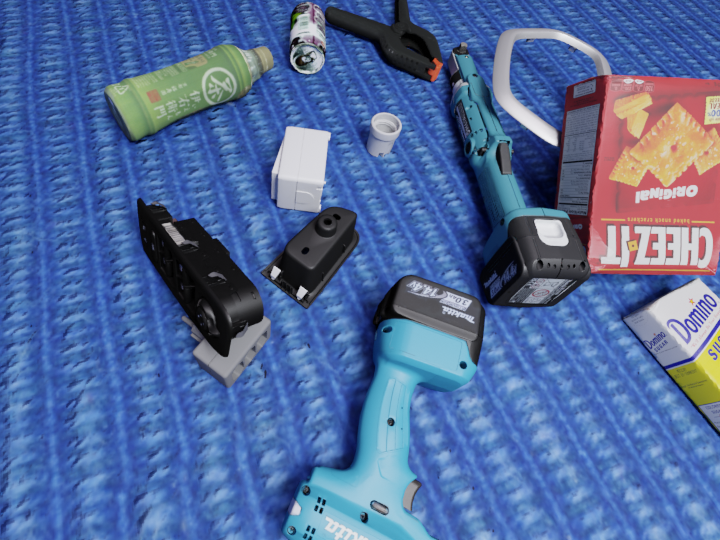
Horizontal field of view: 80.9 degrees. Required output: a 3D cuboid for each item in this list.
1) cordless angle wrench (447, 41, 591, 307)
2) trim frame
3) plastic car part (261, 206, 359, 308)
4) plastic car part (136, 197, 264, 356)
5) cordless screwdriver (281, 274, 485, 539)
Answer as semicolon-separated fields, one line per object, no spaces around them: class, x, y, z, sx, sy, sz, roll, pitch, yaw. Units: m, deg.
cordless angle wrench;0.167;-0.159;0.552;0.073;0.096;0.436;2;56;-10
trim frame;0.266;-0.251;0.570;0.184;0.027;0.252;16;58;0
plastic car part;-0.045;-0.029;0.457;0.067;0.070;0.116;36;65;8
plastic car part;-0.152;0.001;0.399;0.064;0.065;0.215;-9;37;-38
cordless screwdriver;0.053;0.138;0.374;0.161;0.073;0.250;23;64;5
